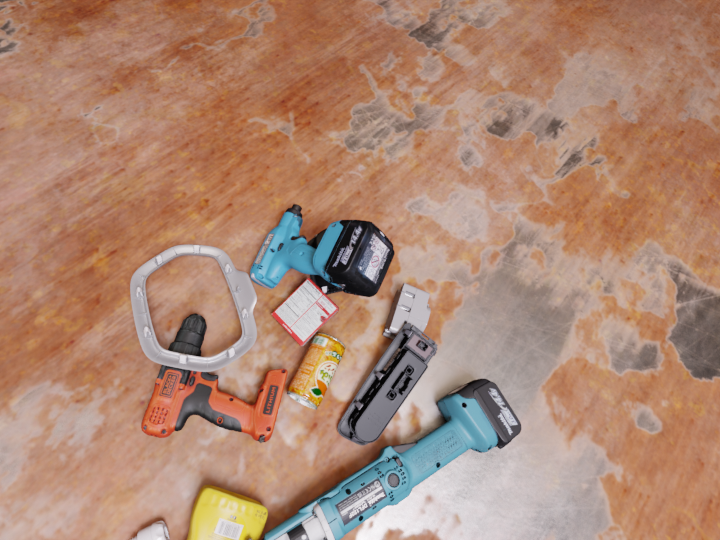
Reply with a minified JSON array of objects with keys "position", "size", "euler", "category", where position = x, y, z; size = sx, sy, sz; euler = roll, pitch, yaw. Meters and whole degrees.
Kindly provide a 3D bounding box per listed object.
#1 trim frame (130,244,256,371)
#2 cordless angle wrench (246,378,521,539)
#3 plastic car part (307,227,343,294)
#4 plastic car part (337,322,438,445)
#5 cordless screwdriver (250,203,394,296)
[{"position":[-0.260,0.047,0.667],"size":[0.178,0.027,0.261],"euler":[-12,50,-25],"category":"trim frame"},{"position":[0.038,0.289,0.591],"size":[0.413,0.074,0.101],"euler":[-23,72,-22],"category":"cordless angle wrench"},{"position":[-0.059,-0.023,0.742],"size":[0.064,0.070,0.120],"euler":[-11,71,-17],"category":"plastic car part"},{"position":[0.047,0.182,0.643],"size":[0.065,0.068,0.203],"euler":[39,84,-12],"category":"plastic car part"},{"position":[-0.066,-0.043,0.671],"size":[0.261,0.070,0.160],"euler":[3,62,43],"category":"cordless screwdriver"}]
